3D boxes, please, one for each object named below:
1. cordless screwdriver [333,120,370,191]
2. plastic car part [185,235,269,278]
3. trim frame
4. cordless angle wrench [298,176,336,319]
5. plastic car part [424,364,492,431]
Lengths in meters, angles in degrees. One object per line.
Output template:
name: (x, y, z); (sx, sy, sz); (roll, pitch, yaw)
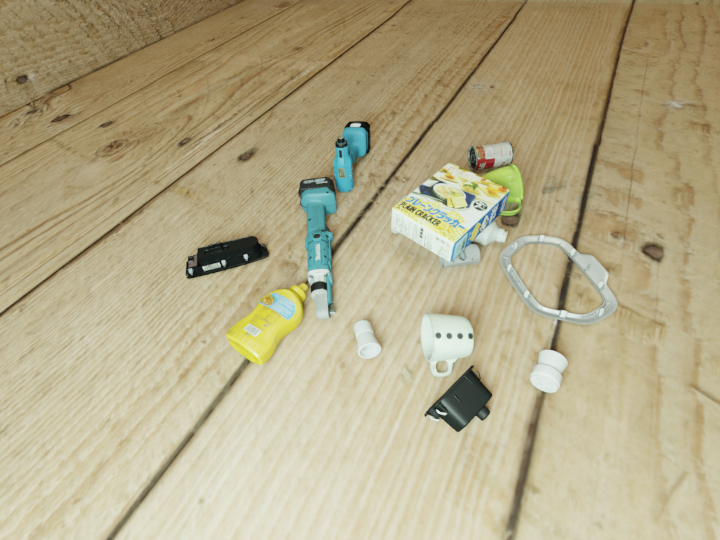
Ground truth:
cordless screwdriver: (-0.028, -0.356, 1.209); (0.076, 0.153, 0.252); (5, 44, 11)
plastic car part: (-0.323, -0.041, 1.014); (0.201, 0.065, 0.069); (-11, 38, -5)
trim frame: (0.399, 0.008, 0.866); (0.184, 0.026, 0.259); (-11, 43, -3)
cordless angle wrench: (-0.097, -0.063, 0.992); (0.098, 0.071, 0.438); (-8, 47, 1)
plastic car part: (0.171, 0.213, 0.683); (0.114, 0.064, 0.074); (-31, 64, -26)
